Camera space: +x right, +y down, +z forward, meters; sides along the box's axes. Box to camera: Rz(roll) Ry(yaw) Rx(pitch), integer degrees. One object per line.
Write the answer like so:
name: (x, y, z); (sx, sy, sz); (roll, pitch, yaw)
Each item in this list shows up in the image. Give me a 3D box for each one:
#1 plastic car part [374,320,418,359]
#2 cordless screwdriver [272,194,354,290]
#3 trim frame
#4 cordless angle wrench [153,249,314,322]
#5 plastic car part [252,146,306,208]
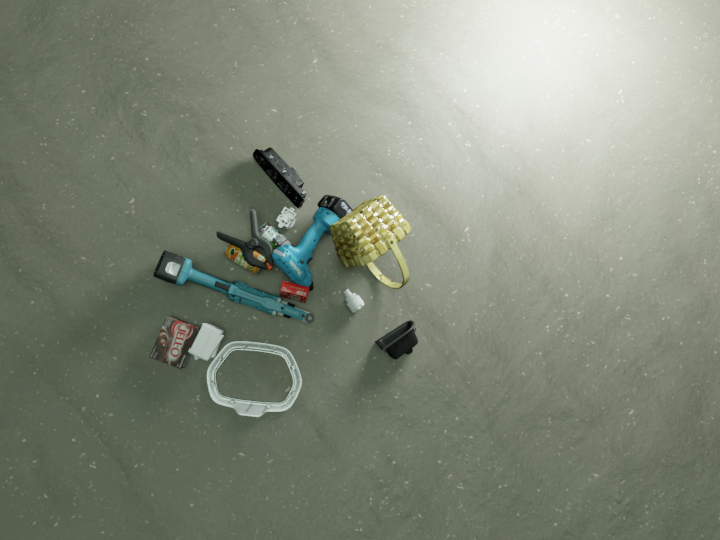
plastic car part: (0.109, 0.194, 1.128); (0.115, 0.068, 0.070); (-29, 102, -11)
cordless screwdriver: (-0.111, -0.072, 1.131); (0.248, 0.079, 0.151); (-51, 130, -15)
trim frame: (-0.277, 0.283, 1.105); (0.247, 0.027, 0.185); (8, 82, -4)
cordless angle wrench: (-0.321, 0.057, 1.111); (0.419, 0.098, 0.074); (21, 82, -5)
plastic car part: (-0.217, -0.270, 1.172); (0.204, 0.066, 0.066); (44, 71, 3)
